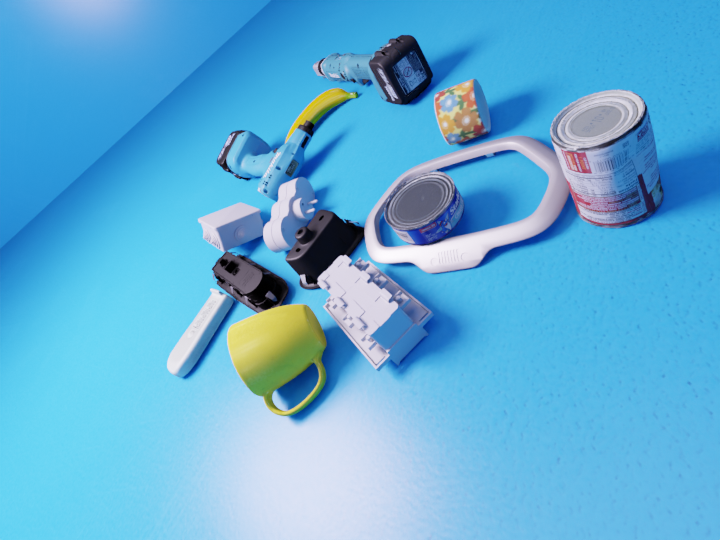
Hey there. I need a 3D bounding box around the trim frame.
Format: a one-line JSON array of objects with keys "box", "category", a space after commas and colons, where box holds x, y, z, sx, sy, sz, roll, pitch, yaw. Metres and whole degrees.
[{"box": [0.112, -0.079, 0.502, 0.258, 0.026, 0.187, -10, 49, 33], "category": "trim frame"}]

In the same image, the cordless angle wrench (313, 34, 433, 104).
[{"box": [-0.014, -0.412, 0.864, 0.074, 0.093, 0.445, -42, 35, -3], "category": "cordless angle wrench"}]

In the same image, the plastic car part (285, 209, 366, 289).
[{"box": [-0.056, -0.037, 0.576, 0.070, 0.067, 0.116, 18, 65, 50], "category": "plastic car part"}]

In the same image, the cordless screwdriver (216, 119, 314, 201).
[{"box": [-0.192, -0.240, 0.856, 0.263, 0.070, 0.159, 31, 91, 48], "category": "cordless screwdriver"}]

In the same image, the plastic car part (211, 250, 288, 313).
[{"box": [-0.180, 0.009, 0.653, 0.066, 0.064, 0.215, -48, 41, -17], "category": "plastic car part"}]
